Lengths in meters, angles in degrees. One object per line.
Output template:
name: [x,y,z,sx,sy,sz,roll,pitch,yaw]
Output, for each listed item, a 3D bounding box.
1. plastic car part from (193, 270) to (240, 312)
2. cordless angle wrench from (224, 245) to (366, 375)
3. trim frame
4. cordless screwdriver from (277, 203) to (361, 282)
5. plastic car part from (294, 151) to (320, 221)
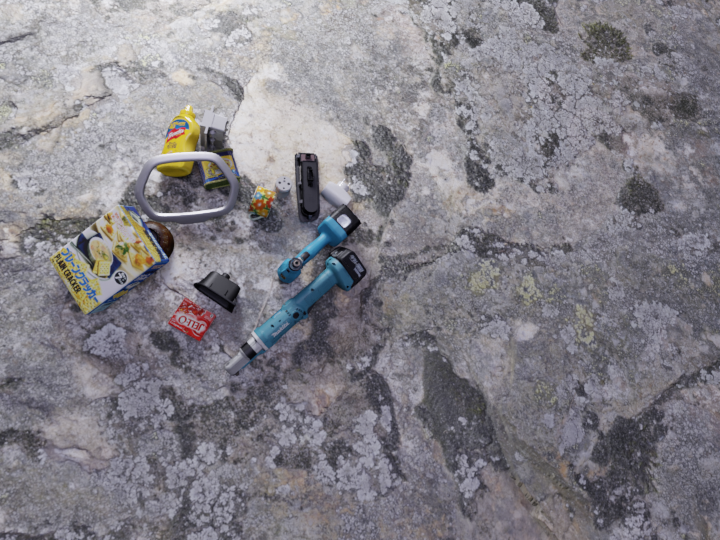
plastic car part: [-0.345,0.041,1.049,0.117,0.066,0.071,36,58,-1]
cordless angle wrench: [-0.168,0.105,1.059,0.420,0.078,0.094,-42,117,-13]
trim frame: [-0.427,-0.200,1.048,0.243,0.029,0.180,-9,114,-16]
cordless screwdriver: [-0.105,-0.068,1.069,0.074,0.161,0.246,47,70,-4]
plastic car part: [-0.139,-0.232,1.152,0.064,0.068,0.205,1,80,-22]
